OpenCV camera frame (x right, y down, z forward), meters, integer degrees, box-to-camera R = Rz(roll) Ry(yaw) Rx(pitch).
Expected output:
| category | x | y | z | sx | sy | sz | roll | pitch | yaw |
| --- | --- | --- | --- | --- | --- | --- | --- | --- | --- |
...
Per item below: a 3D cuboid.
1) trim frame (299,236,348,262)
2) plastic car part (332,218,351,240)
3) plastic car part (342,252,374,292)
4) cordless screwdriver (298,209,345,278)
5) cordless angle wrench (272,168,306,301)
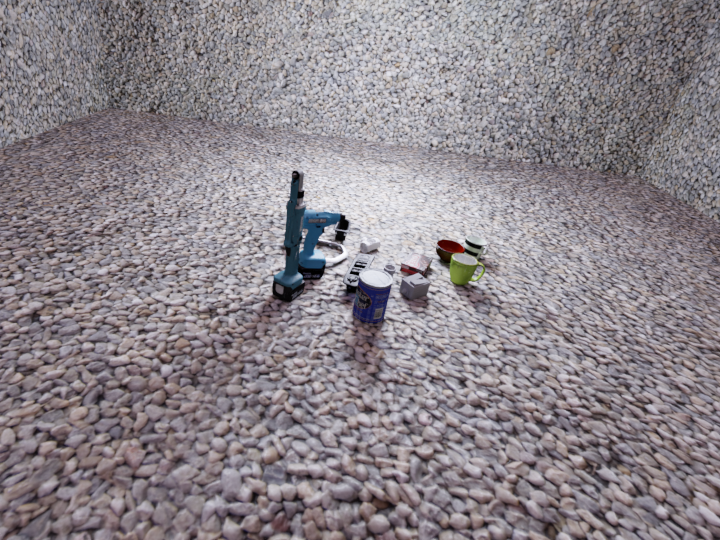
| category | x | y | z | sx | sy | sz | roll | pitch | yaw |
| --- | --- | --- | --- | --- | --- | --- | --- | --- | --- |
| trim frame | -0.169 | -0.082 | 1.621 | 0.250 | 0.027 | 0.187 | 8 | 31 | 2 |
| plastic car part | -0.075 | -0.161 | 1.731 | 0.066 | 0.069 | 0.118 | 11 | 31 | 3 |
| plastic car part | -0.011 | 0.012 | 1.461 | 0.068 | 0.065 | 0.202 | 15 | 32 | 11 |
| cordless screwdriver | -0.140 | -0.092 | 1.432 | 0.155 | 0.243 | 0.078 | -2 | 32 | -20 |
| cordless angle wrench | -0.203 | -0.103 | 1.272 | 0.077 | 0.414 | 0.096 | 23 | 32 | 22 |
